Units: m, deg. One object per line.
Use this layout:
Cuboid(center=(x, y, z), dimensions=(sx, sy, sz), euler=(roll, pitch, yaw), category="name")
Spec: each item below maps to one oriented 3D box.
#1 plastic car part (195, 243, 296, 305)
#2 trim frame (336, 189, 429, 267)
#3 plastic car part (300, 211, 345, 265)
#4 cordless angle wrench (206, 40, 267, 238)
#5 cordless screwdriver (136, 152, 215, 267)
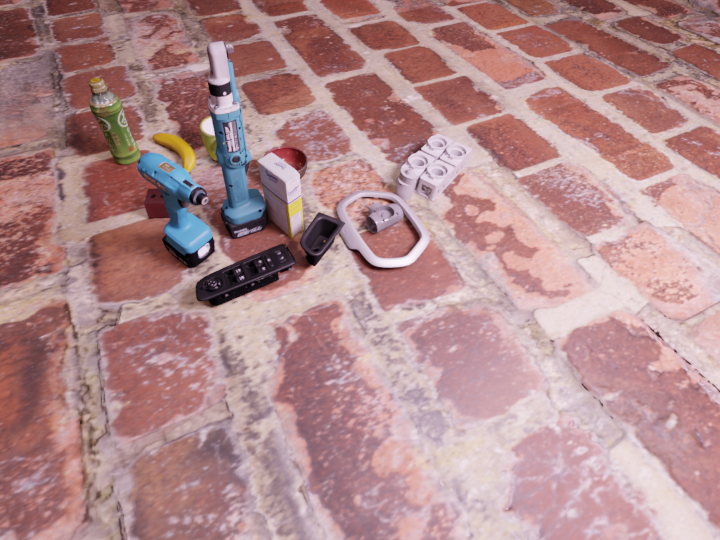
Cuboid(center=(-0.231, 0.015, 0.850), dimensions=(0.199, 0.065, 0.069), euler=(-22, 57, -17), category="plastic car part")
Cuboid(center=(0.046, -0.102, 0.971), dimensions=(0.181, 0.027, 0.261), euler=(-20, 55, -16), category="trim frame")
Cuboid(center=(-0.089, -0.058, 0.907), dimensions=(0.068, 0.069, 0.116), euler=(22, 55, 12), category="plastic car part")
Cuboid(center=(-0.248, -0.230, 0.821), dimensions=(0.096, 0.412, 0.078), euler=(-19, 58, -19), category="cordless angle wrench")
Cuboid(center=(-0.338, -0.101, 0.826), dimensions=(0.165, 0.242, 0.073), euler=(33, 57, 19), category="cordless screwdriver")
